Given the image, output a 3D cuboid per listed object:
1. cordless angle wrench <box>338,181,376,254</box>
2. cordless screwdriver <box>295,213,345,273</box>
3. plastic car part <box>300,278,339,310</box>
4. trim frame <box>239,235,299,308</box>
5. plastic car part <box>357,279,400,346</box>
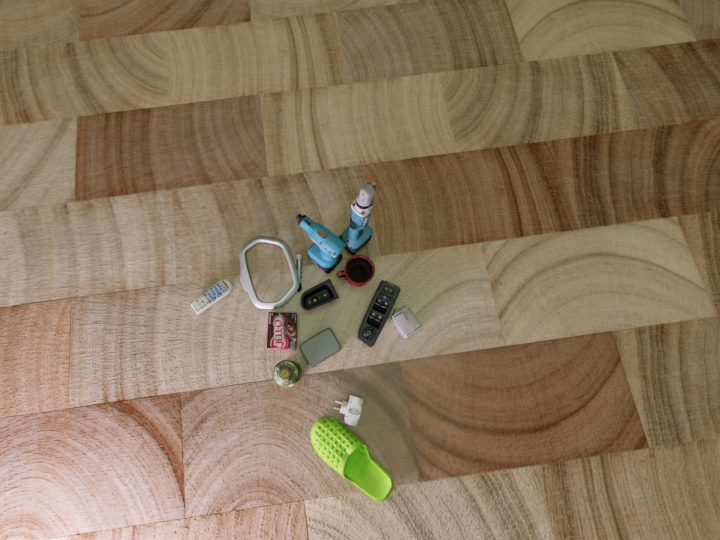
[{"bbox_3d":[-0.002,-0.146,1.194,0.097,0.418,0.076,-42,84,-12],"label":"cordless angle wrench"},{"bbox_3d":[-0.124,-0.081,1.266,0.162,0.245,0.074,41,77,6],"label":"cordless screwdriver"},{"bbox_3d":[-0.133,0.084,1.310,0.116,0.070,0.067,-26,78,-7],"label":"plastic car part"},{"bbox_3d":[-0.298,0.002,1.357,0.183,0.027,0.254,-20,75,-5],"label":"trim frame"},{"bbox_3d":[0.051,0.134,1.296,0.067,0.066,0.203,25,76,4],"label":"plastic car part"}]
